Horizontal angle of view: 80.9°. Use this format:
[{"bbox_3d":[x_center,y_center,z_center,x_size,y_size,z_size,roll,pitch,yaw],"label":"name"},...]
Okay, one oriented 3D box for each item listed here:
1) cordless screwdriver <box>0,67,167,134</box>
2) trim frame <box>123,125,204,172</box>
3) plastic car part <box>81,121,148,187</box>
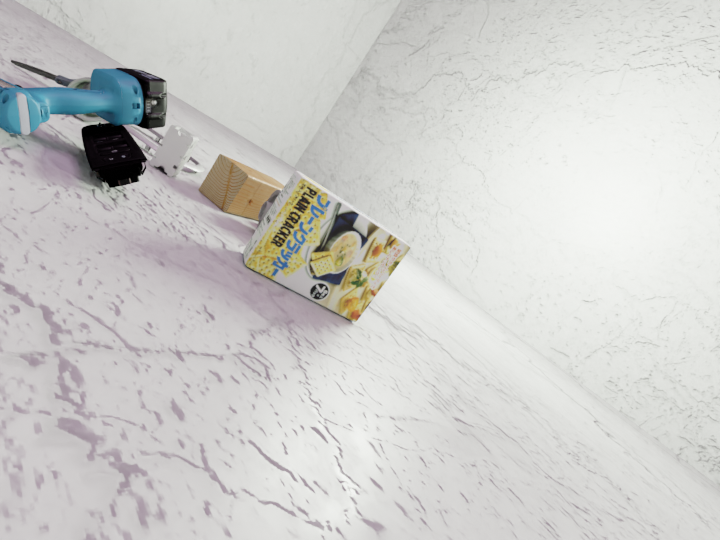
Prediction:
[{"bbox_3d":[-0.414,-0.250,0.602,0.166,0.073,0.243,26,32,20],"label":"cordless screwdriver"},{"bbox_3d":[-0.472,-0.296,0.984,0.252,0.027,0.182,33,11,6],"label":"trim frame"},{"bbox_3d":[-0.354,-0.167,0.609,0.215,0.065,0.065,44,-29,40],"label":"plastic car part"}]
